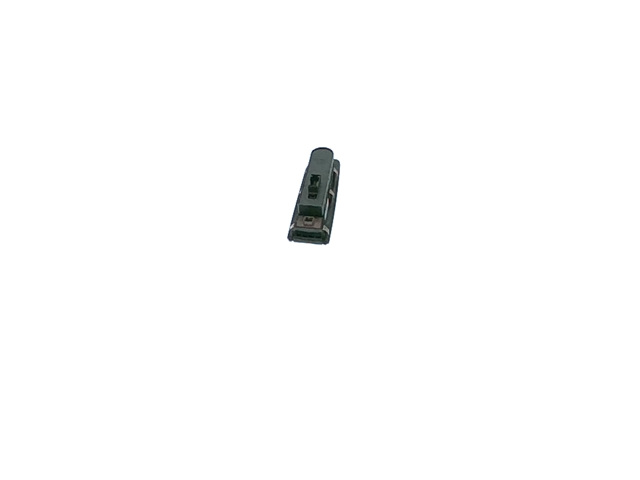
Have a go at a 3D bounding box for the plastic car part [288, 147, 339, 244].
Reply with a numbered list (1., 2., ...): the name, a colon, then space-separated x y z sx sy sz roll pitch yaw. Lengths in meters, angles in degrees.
1. plastic car part: -0.008 -0.086 0.704 0.066 0.202 0.067 0 -44 12
